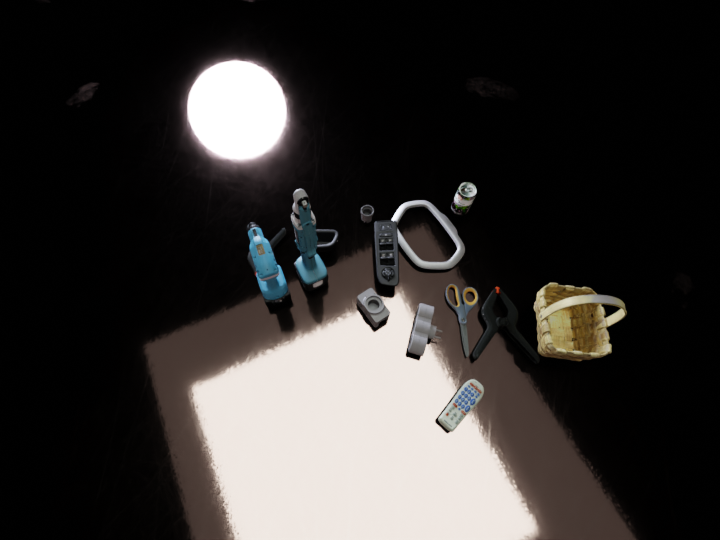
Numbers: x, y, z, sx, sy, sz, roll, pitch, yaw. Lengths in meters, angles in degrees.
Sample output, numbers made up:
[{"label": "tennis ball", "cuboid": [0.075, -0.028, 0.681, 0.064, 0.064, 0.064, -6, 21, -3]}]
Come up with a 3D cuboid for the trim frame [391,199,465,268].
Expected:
[{"label": "trim frame", "cuboid": [0.200, -0.108, 1.270, 0.182, 0.027, 0.259, -28, 65, -12]}]

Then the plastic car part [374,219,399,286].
[{"label": "plastic car part", "cuboid": [0.075, -0.043, 1.221, 0.066, 0.065, 0.208, -1, 63, 0]}]

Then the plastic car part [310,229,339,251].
[{"label": "plastic car part", "cuboid": [-0.122, -0.080, 1.247, 0.117, 0.069, 0.068, 0, 64, 1]}]

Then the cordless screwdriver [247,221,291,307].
[{"label": "cordless screwdriver", "cuboid": [-0.248, -0.009, 1.119, 0.073, 0.242, 0.165, -19, 66, -11]}]

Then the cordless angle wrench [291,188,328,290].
[{"label": "cordless angle wrench", "cuboid": [-0.133, -0.072, 1.051, 0.073, 0.412, 0.102, -23, 68, -13]}]
